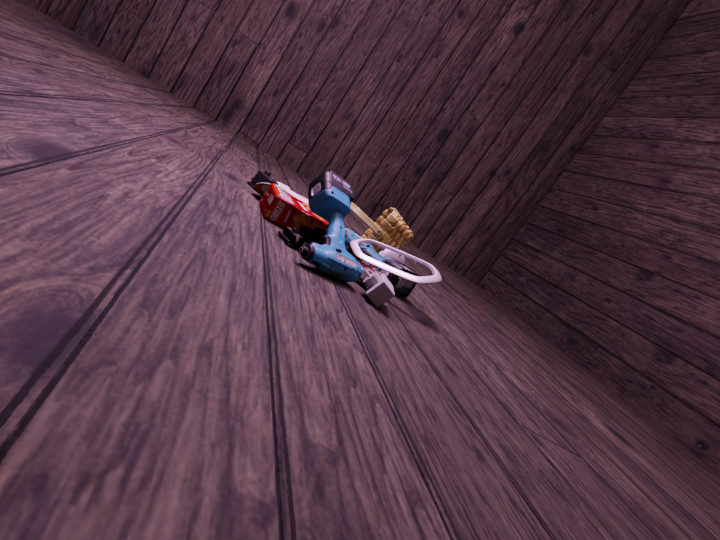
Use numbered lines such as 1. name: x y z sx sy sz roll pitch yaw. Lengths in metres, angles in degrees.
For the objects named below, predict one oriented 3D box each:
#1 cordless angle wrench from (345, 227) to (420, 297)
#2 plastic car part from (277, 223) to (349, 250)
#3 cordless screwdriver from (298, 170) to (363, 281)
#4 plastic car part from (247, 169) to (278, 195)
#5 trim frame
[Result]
1. cordless angle wrench: 0.010 -0.061 1.278 0.093 0.074 0.447 24 12 -39
2. plastic car part: -0.097 -0.063 0.987 0.191 0.067 0.070 27 4 -44
3. cordless screwdriver: -0.075 -0.104 0.921 0.150 0.076 0.257 24 47 -41
4. plastic car part: -0.302 -0.278 1.327 0.123 0.071 0.062 44 13 34
5. trim frame: 0.087 -0.025 1.079 0.256 0.027 0.181 21 24 14
